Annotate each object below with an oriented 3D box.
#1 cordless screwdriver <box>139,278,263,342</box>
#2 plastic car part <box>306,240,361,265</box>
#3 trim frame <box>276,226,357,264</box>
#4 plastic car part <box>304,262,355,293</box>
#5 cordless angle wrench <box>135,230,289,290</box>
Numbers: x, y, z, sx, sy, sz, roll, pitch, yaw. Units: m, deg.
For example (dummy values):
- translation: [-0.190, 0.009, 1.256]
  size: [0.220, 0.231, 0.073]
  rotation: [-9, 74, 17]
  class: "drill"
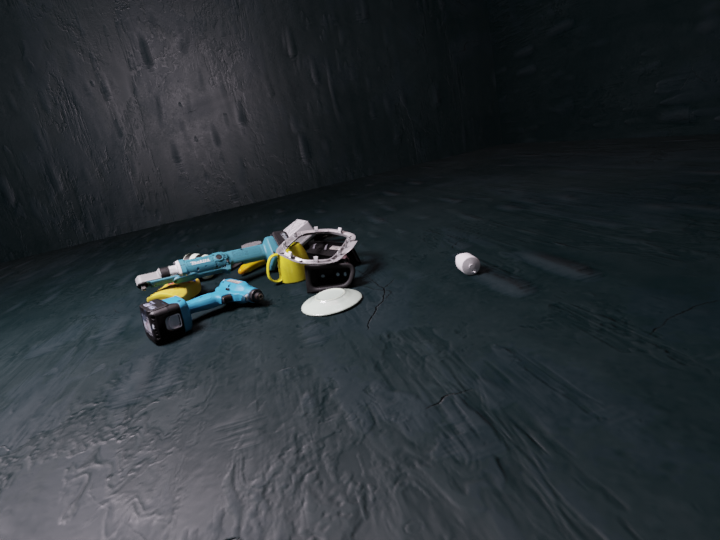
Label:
- translation: [-0.349, 0.081, 0.945]
  size: [0.167, 0.073, 0.240]
  rotation: [6, 21, 45]
  class: "cordless screwdriver"
- translation: [-0.089, -0.040, 1.162]
  size: [0.066, 0.063, 0.214]
  rotation: [-48, 33, -20]
  class: "plastic car part"
- translation: [-0.103, -0.067, 1.050]
  size: [0.189, 0.027, 0.247]
  rotation: [7, 23, 14]
  class: "trim frame"
- translation: [-0.066, 0.013, 0.991]
  size: [0.118, 0.066, 0.070]
  rotation: [-6, 2, 8]
  class: "plastic car part"
- translation: [-0.382, -0.019, 1.142]
  size: [0.409, 0.102, 0.073]
  rotation: [-15, -32, -29]
  class: "cordless angle wrench"
